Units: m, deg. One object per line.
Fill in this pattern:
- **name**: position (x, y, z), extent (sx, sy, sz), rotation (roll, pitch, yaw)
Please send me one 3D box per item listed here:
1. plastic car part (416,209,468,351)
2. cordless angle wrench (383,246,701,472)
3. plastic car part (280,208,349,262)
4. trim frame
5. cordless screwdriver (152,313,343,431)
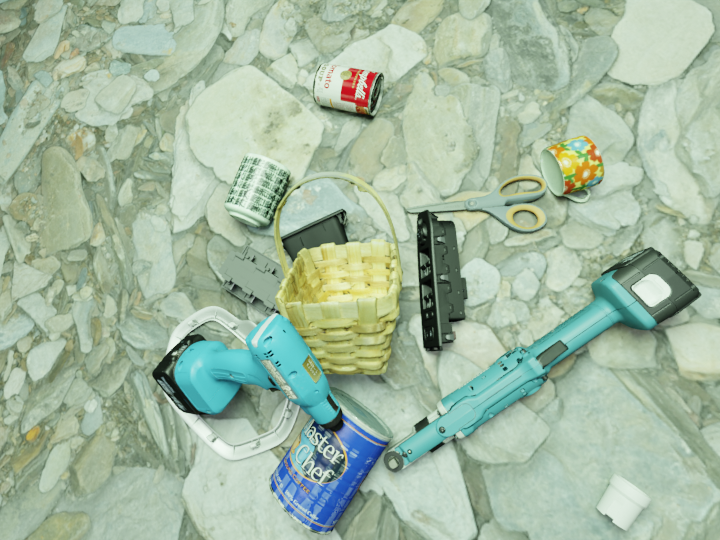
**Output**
- **plastic car part**: position (0.114, 0.008, 0.598), extent (0.067, 0.065, 0.206), rotation (-6, 75, -1)
- **cordless angle wrench**: position (0.204, 0.130, 0.541), extent (0.424, 0.095, 0.077), rotation (-37, 75, 6)
- **plastic car part**: position (-0.064, -0.042, 0.656), extent (0.117, 0.065, 0.071), rotation (-27, 89, 8)
- **trim frame**: position (-0.205, 0.167, 0.649), extent (0.258, 0.026, 0.184), rotation (37, 86, 20)
- **cordless screwdriver**: position (-0.146, 0.145, 0.542), extent (0.258, 0.074, 0.154), rotation (-16, 114, 37)
